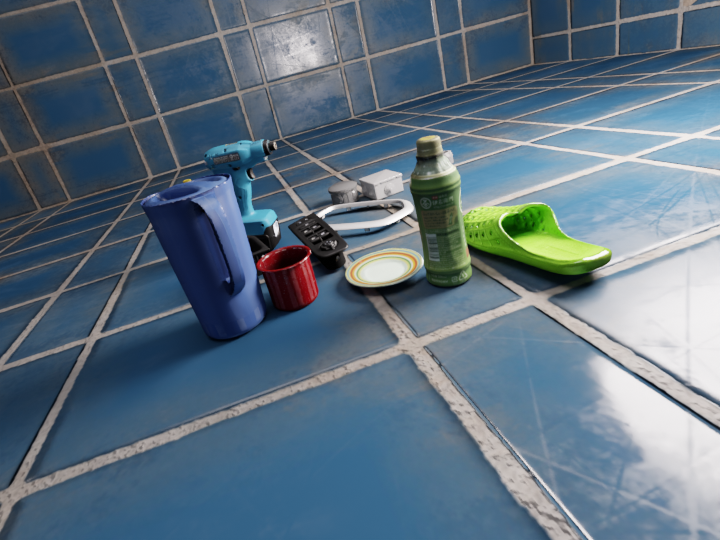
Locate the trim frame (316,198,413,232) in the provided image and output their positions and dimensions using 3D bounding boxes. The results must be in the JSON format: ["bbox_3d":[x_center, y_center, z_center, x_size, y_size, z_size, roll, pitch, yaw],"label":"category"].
[{"bbox_3d":[-0.001,-0.130,0.987,0.257,0.027,0.184,-4,28,22],"label":"trim frame"}]

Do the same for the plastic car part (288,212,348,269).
[{"bbox_3d":[-0.082,-0.054,0.837,0.065,0.065,0.213,-22,26,-16],"label":"plastic car part"}]

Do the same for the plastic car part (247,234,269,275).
[{"bbox_3d":[-0.221,-0.022,0.847,0.065,0.069,0.122,-23,26,-19],"label":"plastic car part"}]

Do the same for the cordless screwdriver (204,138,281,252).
[{"bbox_3d":[-0.233,-0.163,0.937,0.163,0.241,0.075,-8,23,15],"label":"cordless screwdriver"}]
